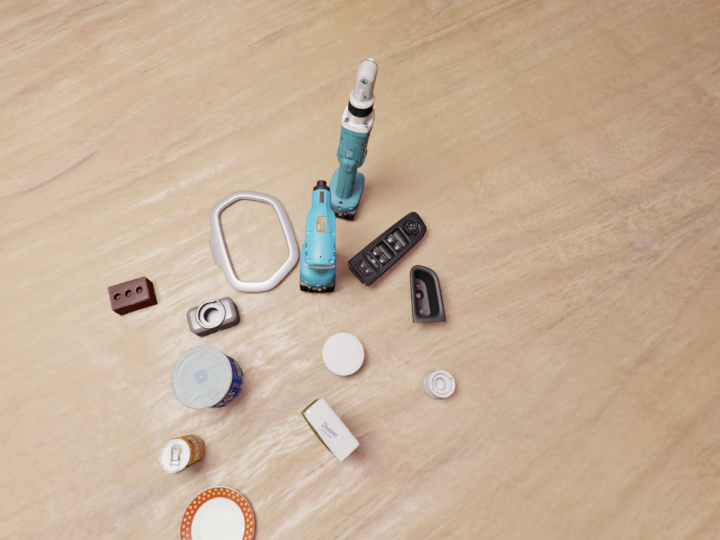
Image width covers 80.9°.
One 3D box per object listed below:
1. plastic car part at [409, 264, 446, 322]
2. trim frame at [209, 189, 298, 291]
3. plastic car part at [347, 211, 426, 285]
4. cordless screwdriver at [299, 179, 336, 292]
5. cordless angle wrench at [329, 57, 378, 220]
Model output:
[{"bbox_3d":[0.128,0.053,0.872,0.065,0.070,0.119,-2,71,-5],"label":"plastic car part"},{"bbox_3d":[-0.240,-0.070,0.929,0.182,0.027,0.255,-19,72,-9],"label":"trim frame"},{"bbox_3d":[0.061,-0.046,0.908,0.201,0.066,0.068,-41,79,-15],"label":"plastic car part"},{"bbox_3d":[-0.079,-0.052,0.811,0.074,0.245,0.162,2,72,-6],"label":"cordless screwdriver"},{"bbox_3d":[-0.016,-0.218,0.783,0.074,0.417,0.099,18,71,-1],"label":"cordless angle wrench"}]
